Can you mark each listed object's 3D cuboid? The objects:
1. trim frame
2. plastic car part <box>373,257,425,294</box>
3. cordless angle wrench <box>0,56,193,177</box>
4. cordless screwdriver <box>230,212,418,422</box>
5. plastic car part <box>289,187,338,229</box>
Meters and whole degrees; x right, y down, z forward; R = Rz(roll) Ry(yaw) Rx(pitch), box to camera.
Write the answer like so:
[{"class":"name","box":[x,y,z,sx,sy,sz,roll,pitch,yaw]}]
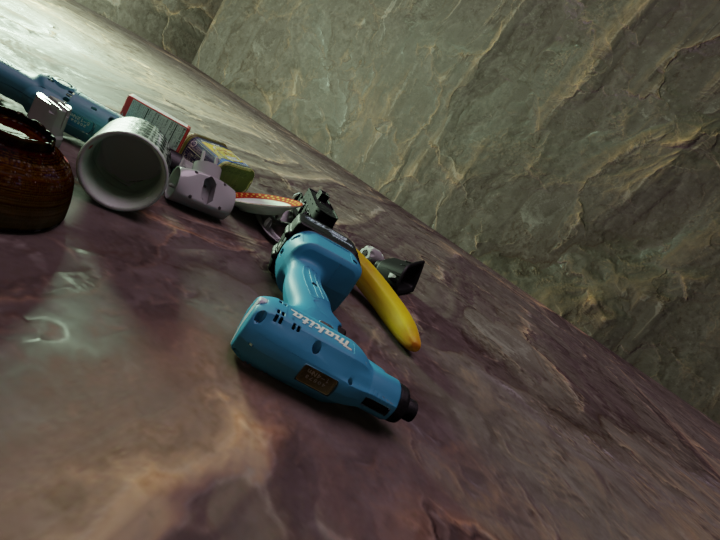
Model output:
[{"class":"trim frame","box":[-0.068,-0.045,0.698,0.194,0.027,0.236,41,18,31]},{"class":"plastic car part","box":[0.061,0.003,0.769,0.074,0.065,0.111,24,12,27]},{"class":"cordless angle wrench","box":[-0.361,-0.199,0.498,0.403,0.074,0.102,28,15,-28]},{"class":"cordless screwdriver","box":[-0.030,0.036,0.427,0.156,0.074,0.255,30,19,-14]},{"class":"plastic car part","box":[-0.073,-0.096,0.706,0.064,0.067,0.210,36,15,-23]}]
